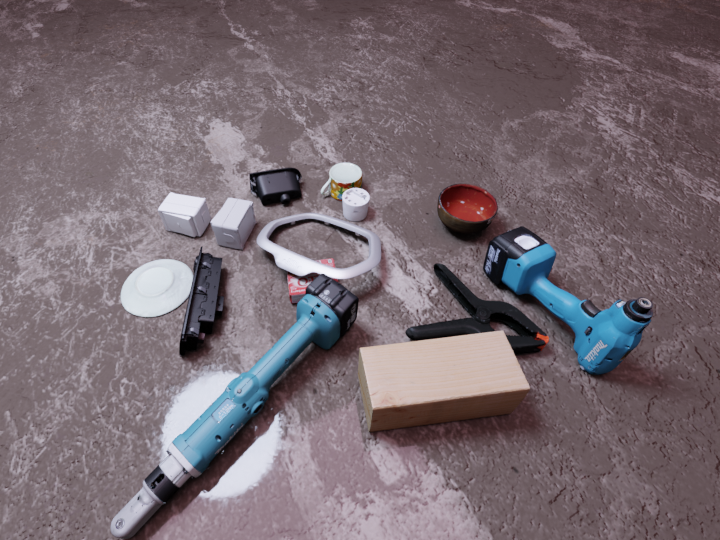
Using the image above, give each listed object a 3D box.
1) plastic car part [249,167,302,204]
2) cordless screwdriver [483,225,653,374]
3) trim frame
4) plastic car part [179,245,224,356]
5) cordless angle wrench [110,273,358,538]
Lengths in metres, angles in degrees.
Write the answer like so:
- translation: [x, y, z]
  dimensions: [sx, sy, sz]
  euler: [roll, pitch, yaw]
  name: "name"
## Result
- translation: [-0.176, -0.175, 0.912]
  dimensions: [0.115, 0.065, 0.073]
  euler: [-10, 66, -12]
  name: "plastic car part"
- translation: [0.312, 0.024, 0.659]
  dimensions: [0.073, 0.154, 0.262]
  euler: [-21, 51, -19]
  name: "cordless screwdriver"
- translation: [-0.077, -0.051, 0.792]
  dimensions: [0.260, 0.027, 0.181]
  euler: [22, 41, 26]
  name: "trim frame"
- translation: [-0.268, 0.042, 0.724]
  dimensions: [0.066, 0.065, 0.211]
  euler: [0, 49, -14]
  name: "plastic car part"
- translation: [-0.160, 0.176, 0.591]
  dimensions: [0.077, 0.095, 0.419]
  euler: [33, 61, 20]
  name: "cordless angle wrench"
